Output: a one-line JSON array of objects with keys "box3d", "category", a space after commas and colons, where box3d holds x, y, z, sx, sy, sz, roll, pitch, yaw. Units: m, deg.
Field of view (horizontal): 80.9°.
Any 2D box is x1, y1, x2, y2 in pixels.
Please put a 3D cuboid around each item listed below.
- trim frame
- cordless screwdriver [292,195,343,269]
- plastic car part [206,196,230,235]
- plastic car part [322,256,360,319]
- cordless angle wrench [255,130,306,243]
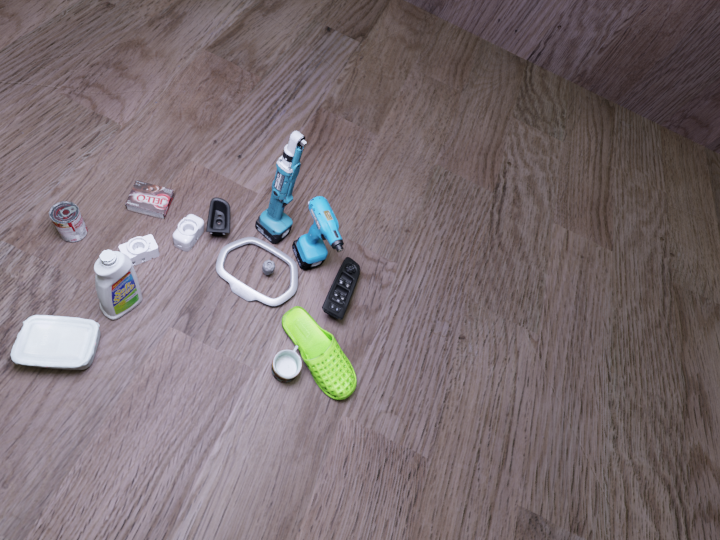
[{"box3d": [-0.294, 0.001, 1.214, 0.250, 0.027, 0.184, 30, 58, 3], "category": "trim frame"}, {"box3d": [-0.115, -0.075, 1.175, 0.072, 0.248, 0.164, -16, 69, -26], "category": "cordless screwdriver"}, {"box3d": [-0.415, -0.148, 1.241, 0.064, 0.070, 0.120, 3, 61, -16], "category": "plastic car part"}, {"box3d": [-0.055, 0.053, 1.224, 0.066, 0.067, 0.204, 25, 57, -3], "category": "plastic car part"}, {"box3d": [-0.208, -0.217, 1.130, 0.099, 0.421, 0.073, 43, 58, 5], "category": "cordless angle wrench"}]
